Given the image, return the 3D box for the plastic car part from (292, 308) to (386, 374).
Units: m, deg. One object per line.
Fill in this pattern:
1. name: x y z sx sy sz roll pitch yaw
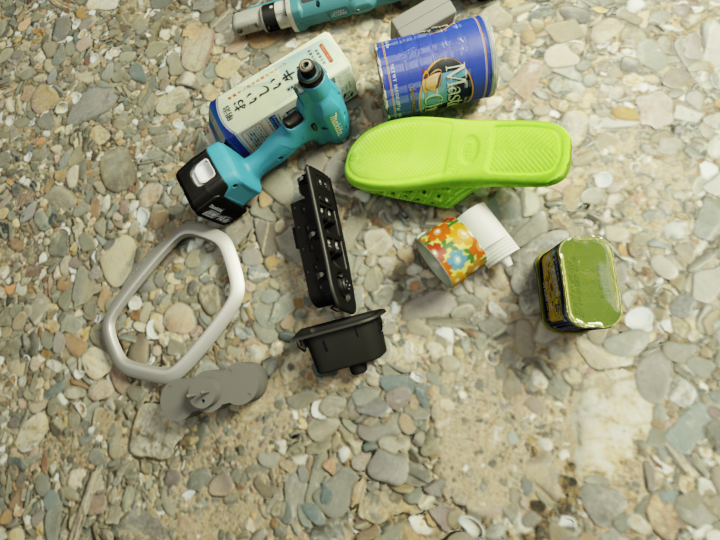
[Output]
1. plastic car part: -0.018 0.095 0.530 0.117 0.065 0.071 -12 91 6

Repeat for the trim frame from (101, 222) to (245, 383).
1. trim frame: -0.273 0.045 0.615 0.190 0.026 0.248 37 89 17

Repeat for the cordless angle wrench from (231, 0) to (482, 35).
1. cordless angle wrench: -0.002 -0.424 0.644 0.432 0.071 0.099 -7 76 14

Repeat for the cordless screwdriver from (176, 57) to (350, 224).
1. cordless screwdriver: -0.132 -0.168 0.566 0.250 0.154 0.076 -33 76 5

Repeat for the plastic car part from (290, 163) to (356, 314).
1. plastic car part: -0.055 -0.036 0.565 0.068 0.063 0.208 -22 73 16
